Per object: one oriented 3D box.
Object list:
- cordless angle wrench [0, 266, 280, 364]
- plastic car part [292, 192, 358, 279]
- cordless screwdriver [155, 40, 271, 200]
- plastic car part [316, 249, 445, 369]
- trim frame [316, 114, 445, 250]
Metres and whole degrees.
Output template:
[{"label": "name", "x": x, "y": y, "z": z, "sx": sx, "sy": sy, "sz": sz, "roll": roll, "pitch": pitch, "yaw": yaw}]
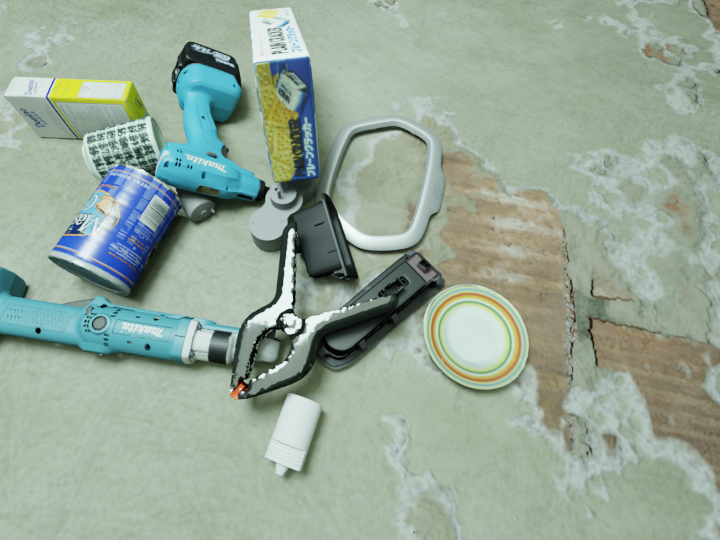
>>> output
[{"label": "cordless angle wrench", "x": -0.308, "y": 0.069, "z": 0.516, "sx": 0.424, "sy": 0.073, "sz": 0.100, "roll": 9, "pitch": 66, "yaw": 1}, {"label": "plastic car part", "x": -0.055, "y": -0.036, "z": 0.565, "sx": 0.072, "sy": 0.064, "sz": 0.119, "roll": -23, "pitch": 78, "yaw": 11}, {"label": "cordless screwdriver", "x": -0.211, "y": -0.215, "z": 0.633, "sx": 0.152, "sy": 0.075, "sz": 0.256, "roll": 11, "pitch": 56, "yaw": -32}, {"label": "plastic car part", "x": 0.023, "y": 0.046, "z": 0.534, "sx": 0.201, "sy": 0.066, "sz": 0.068, "roll": -39, "pitch": 81, "yaw": -14}, {"label": "trim frame", "x": 0.035, "y": -0.139, "z": 0.637, "sx": 0.186, "sy": 0.027, "sz": 0.252, "roll": 13, "pitch": 64, "yaw": 6}]
